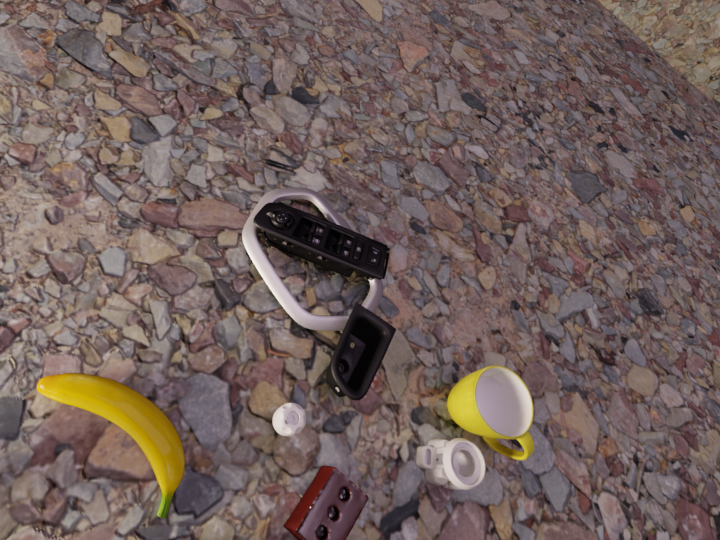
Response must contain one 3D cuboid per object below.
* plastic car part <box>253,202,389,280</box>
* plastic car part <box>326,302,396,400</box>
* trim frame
[{"bbox_3d":[-0.061,-0.040,0.625,0.200,0.067,0.067,24,57,-8],"label":"plastic car part"},{"bbox_3d":[-0.012,0.115,0.557,0.065,0.071,0.117,33,56,-5],"label":"plastic car part"},{"bbox_3d":[-0.068,-0.022,0.636,0.180,0.027,0.254,-31,77,-32],"label":"trim frame"}]
